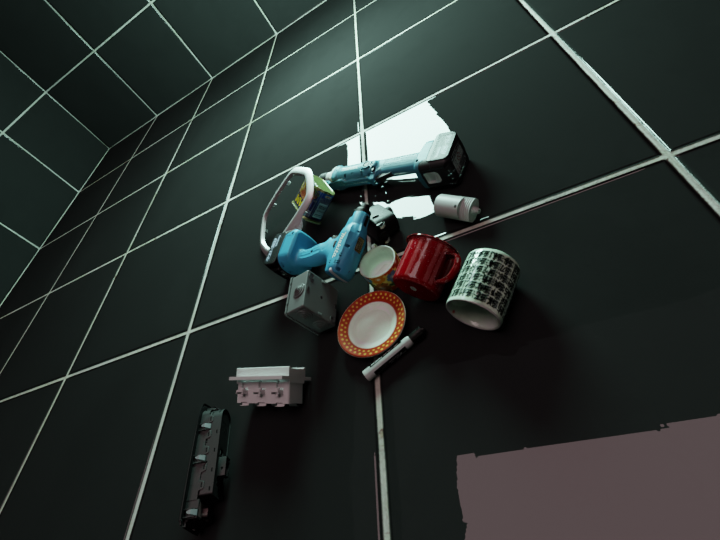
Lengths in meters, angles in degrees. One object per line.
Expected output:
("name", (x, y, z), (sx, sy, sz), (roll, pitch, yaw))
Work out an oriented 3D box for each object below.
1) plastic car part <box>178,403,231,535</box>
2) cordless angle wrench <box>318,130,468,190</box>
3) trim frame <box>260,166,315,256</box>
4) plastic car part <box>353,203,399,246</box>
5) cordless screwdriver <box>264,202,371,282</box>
("plastic car part", (-0.255, 0.319, 0.716), (0.068, 0.063, 0.211), (-22, 43, 7))
("cordless angle wrench", (0.028, -0.226, 0.977), (0.444, 0.070, 0.098), (1, 55, 41))
("trim frame", (-0.182, -0.143, 1.031), (0.249, 0.026, 0.193), (-50, 41, 24))
("plastic car part", (0.038, -0.105, 0.873), (0.070, 0.063, 0.123), (-28, 36, -9))
("cordless screwdriver", (-0.085, -0.056, 0.872), (0.260, 0.070, 0.160), (-2, 59, 47))
